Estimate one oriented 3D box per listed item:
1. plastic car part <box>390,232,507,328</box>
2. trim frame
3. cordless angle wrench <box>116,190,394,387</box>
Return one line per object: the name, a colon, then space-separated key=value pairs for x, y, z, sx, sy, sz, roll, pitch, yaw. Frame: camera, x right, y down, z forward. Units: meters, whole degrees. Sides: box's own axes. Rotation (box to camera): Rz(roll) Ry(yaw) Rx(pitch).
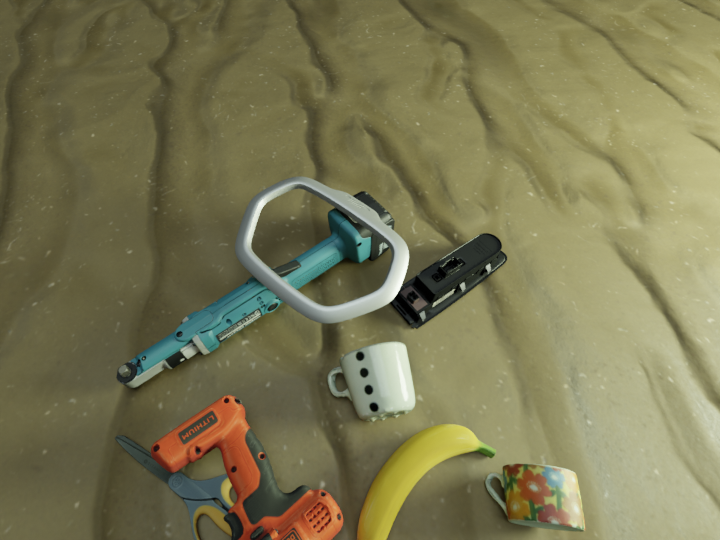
plastic car part: x=0.138 y=0.000 z=0.629 sx=0.199 sy=0.065 sz=0.070 roll=-29 pitch=54 yaw=-22
trim frame: x=-0.056 y=-0.036 z=0.569 sx=0.259 sy=0.026 sz=0.183 roll=34 pitch=70 yaw=22
cordless angle wrench: x=-0.137 y=0.031 z=0.597 sx=0.417 sy=0.095 sz=0.078 roll=-34 pitch=63 yaw=-17
